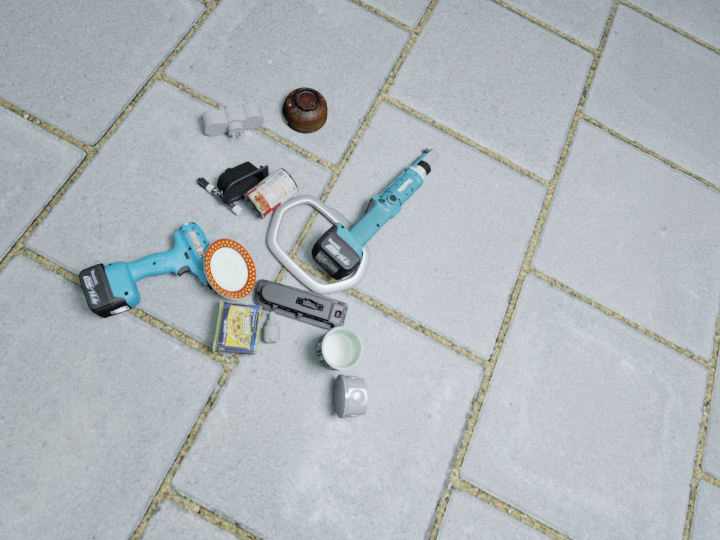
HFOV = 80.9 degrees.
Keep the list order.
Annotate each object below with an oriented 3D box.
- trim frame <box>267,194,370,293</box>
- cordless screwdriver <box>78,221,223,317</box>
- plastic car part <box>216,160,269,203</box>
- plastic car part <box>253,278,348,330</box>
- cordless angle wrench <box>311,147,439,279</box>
[{"bbox_3d":[-0.092,-0.060,0.937,0.252,0.027,0.183,42,73,7],"label":"trim frame"},{"bbox_3d":[-0.406,0.019,0.842,0.244,0.074,0.162,-28,80,-20],"label":"cordless screwdriver"},{"bbox_3d":[-0.267,-0.203,0.933,0.114,0.064,0.074,-29,61,-26],"label":"plastic car part"},{"bbox_3d":[-0.125,0.069,0.875,0.203,0.067,0.067,17,79,-1],"label":"plastic car part"},{"bbox_3d":[0.060,-0.151,0.955,0.099,0.074,0.419,42,63,2],"label":"cordless angle wrench"}]
